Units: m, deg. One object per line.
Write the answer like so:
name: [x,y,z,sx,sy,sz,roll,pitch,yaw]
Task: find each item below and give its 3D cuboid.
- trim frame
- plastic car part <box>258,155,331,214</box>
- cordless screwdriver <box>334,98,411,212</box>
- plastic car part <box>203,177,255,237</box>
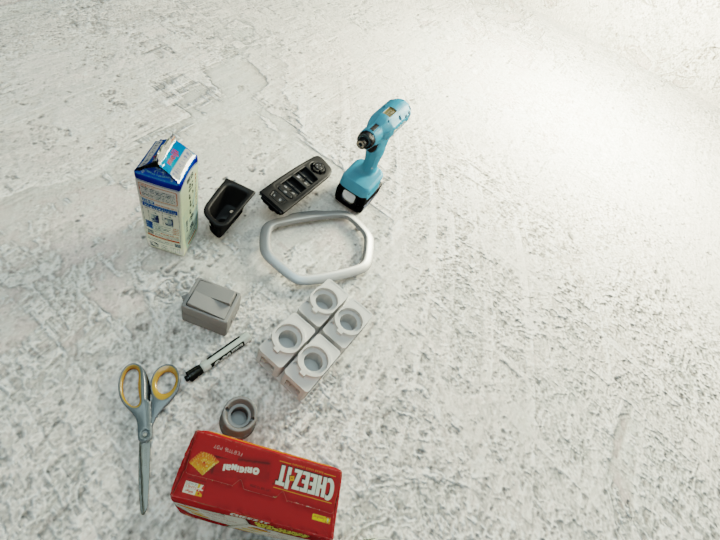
trim frame: [-0.084,-0.055,0.857,0.241,0.027,0.192,-13,60,-23]
plastic car part: [-0.133,-0.178,0.907,0.068,0.066,0.201,36,54,8]
cordless screwdriver: [0.011,-0.217,0.861,0.075,0.247,0.158,36,53,5]
plastic car part: [-0.262,-0.112,0.822,0.066,0.070,0.117,24,53,-1]
